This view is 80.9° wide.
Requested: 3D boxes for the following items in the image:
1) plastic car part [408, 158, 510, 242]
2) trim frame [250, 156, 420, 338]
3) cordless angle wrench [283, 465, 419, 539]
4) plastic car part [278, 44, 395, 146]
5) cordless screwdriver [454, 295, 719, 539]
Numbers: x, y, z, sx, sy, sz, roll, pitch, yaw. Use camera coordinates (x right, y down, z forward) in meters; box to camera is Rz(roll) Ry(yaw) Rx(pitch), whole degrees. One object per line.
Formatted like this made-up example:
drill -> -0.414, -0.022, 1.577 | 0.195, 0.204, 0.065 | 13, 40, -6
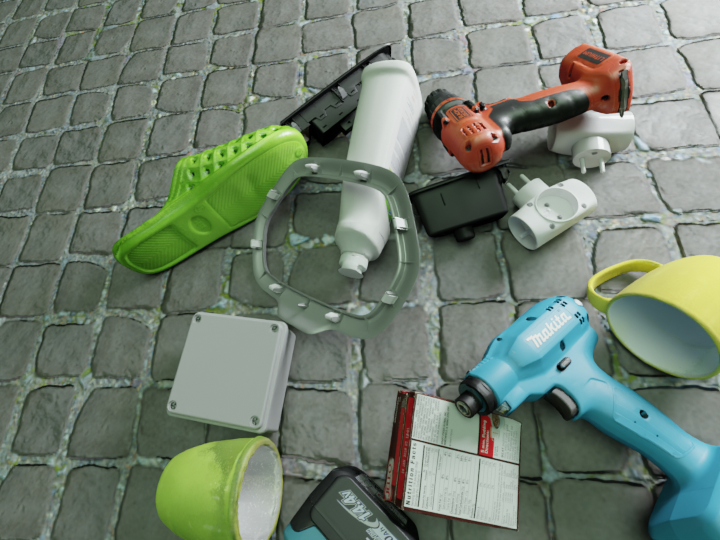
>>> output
plastic car part -> 0.116, -0.070, 0.481 | 0.117, 0.064, 0.072 | -20, 79, 6
trim frame -> -0.044, -0.029, 0.449 | 0.263, 0.026, 0.183 | 20, 98, 41
cordless angle wrench -> -0.114, 0.357, 0.331 | 0.102, 0.071, 0.422 | 36, 80, 23
plastic car part -> -0.018, -0.231, 0.578 | 0.069, 0.065, 0.202 | 43, 81, 14
cordless screwdriver -> 0.207, 0.143, 0.329 | 0.156, 0.072, 0.261 | -29, 59, -27
